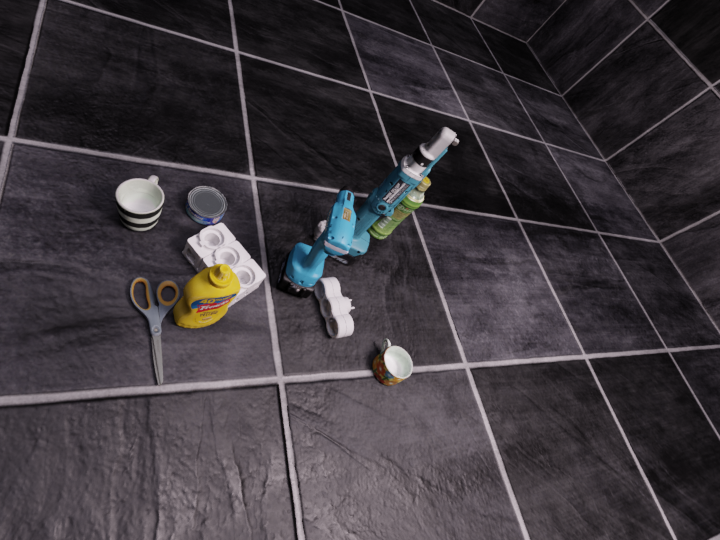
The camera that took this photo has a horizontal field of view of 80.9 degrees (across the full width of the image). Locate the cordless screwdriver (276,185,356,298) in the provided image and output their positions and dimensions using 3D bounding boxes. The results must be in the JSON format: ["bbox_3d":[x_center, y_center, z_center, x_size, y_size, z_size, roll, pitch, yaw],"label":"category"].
[{"bbox_3d":[-0.086,-0.056,0.876,0.072,0.251,0.163,24,51,-20],"label":"cordless screwdriver"}]

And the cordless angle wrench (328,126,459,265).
[{"bbox_3d":[0.050,-0.150,0.904,0.095,0.427,0.075,30,50,-16],"label":"cordless angle wrench"}]
